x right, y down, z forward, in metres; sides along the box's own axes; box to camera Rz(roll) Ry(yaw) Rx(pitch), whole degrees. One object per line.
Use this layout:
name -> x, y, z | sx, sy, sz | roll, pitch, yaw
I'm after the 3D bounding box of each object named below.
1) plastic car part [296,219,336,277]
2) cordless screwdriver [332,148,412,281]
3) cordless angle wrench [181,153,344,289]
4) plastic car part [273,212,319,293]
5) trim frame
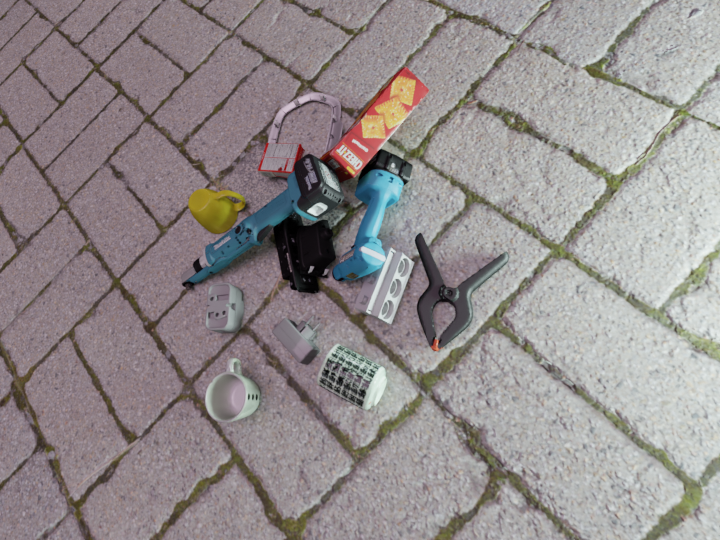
plastic car part -> -0.081, -0.053, 0.830 | 0.073, 0.062, 0.120 | -31, 58, 42
cordless screwdriver -> 0.012, -0.097, 0.807 | 0.072, 0.162, 0.251 | 24, 66, -18
cordless angle wrench -> -0.225, -0.073, 0.850 | 0.431, 0.070, 0.101 | -30, 60, 25
plastic car part -> -0.140, -0.045, 0.866 | 0.069, 0.063, 0.208 | -30, 63, 40
trim frame -> -0.129, -0.305, 0.968 | 0.190, 0.026, 0.251 | 5, 72, 19
